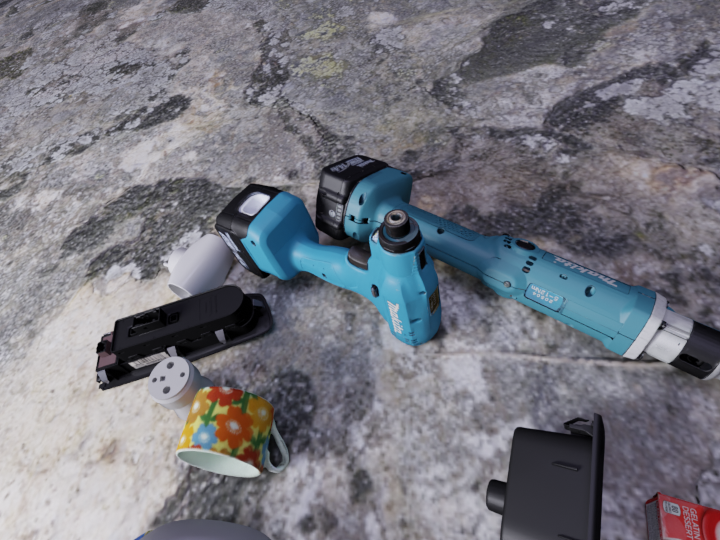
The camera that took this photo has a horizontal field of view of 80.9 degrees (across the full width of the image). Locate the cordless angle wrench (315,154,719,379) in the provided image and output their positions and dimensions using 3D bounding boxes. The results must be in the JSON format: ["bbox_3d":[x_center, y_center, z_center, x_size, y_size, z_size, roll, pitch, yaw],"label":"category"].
[{"bbox_3d":[0.143,-0.003,0.396,0.444,0.072,0.095,28,39,27],"label":"cordless angle wrench"}]

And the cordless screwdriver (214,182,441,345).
[{"bbox_3d":[-0.041,-0.027,0.416,0.262,0.152,0.074,24,61,31],"label":"cordless screwdriver"}]

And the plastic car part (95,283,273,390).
[{"bbox_3d":[-0.197,0.061,0.456,0.203,0.064,0.069,-15,44,0],"label":"plastic car part"}]

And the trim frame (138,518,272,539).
[{"bbox_3d":[-0.088,0.270,0.221,0.177,0.027,0.261,-1,42,-29],"label":"trim frame"}]

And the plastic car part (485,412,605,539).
[{"bbox_3d":[0.126,0.158,0.291,0.074,0.062,0.117,4,56,36],"label":"plastic car part"}]
